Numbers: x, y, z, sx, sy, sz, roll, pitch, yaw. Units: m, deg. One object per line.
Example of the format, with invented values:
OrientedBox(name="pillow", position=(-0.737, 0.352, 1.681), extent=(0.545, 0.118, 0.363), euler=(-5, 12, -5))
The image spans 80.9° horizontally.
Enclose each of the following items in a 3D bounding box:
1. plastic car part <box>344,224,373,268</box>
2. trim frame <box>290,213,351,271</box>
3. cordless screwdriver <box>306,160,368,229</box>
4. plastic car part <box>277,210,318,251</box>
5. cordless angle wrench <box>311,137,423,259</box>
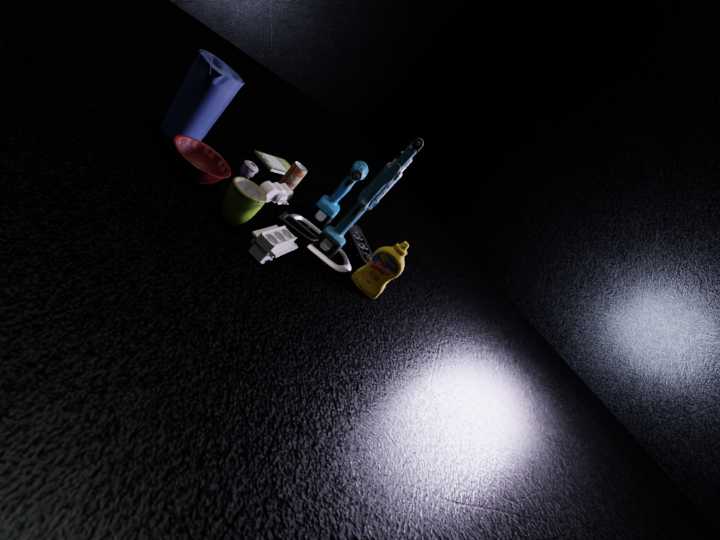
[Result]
OrientedBox(name="plastic car part", position=(-0.011, -0.073, 1.381), extent=(0.063, 0.067, 0.213), euler=(24, 27, -41))
OrientedBox(name="trim frame", position=(-0.122, -0.080, 1.251), extent=(0.243, 0.028, 0.187), euler=(37, 21, -12))
OrientedBox(name="cordless screwdriver", position=(-0.071, -0.239, 1.343), extent=(0.073, 0.250, 0.160), euler=(40, 21, -10))
OrientedBox(name="plastic car part", position=(-0.178, -0.091, 1.112), extent=(0.116, 0.071, 0.066), euler=(41, 21, -4))
OrientedBox(name="cordless angle wrench", position=(0.022, -0.201, 1.181), extent=(0.074, 0.426, 0.097), euler=(43, 21, -3))
